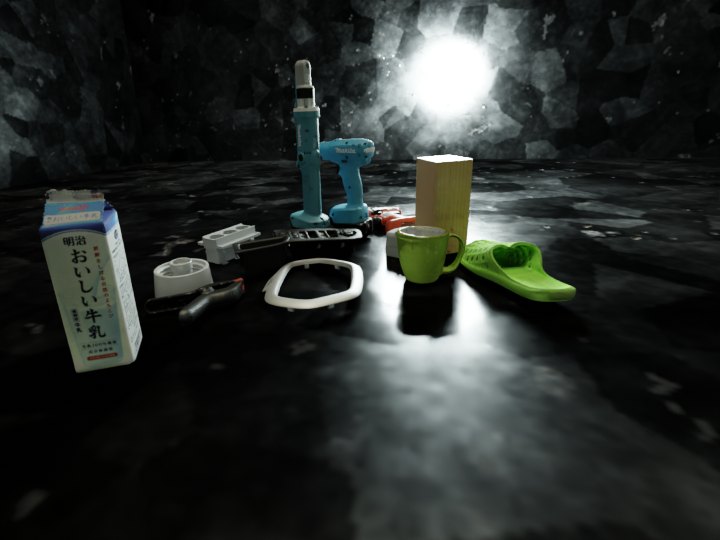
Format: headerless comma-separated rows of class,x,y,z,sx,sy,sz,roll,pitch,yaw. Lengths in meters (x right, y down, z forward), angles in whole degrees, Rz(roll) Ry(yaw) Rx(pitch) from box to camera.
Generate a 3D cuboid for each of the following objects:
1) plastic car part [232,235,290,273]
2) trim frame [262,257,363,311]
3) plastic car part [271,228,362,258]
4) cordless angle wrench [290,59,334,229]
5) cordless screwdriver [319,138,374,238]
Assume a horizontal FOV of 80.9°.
plastic car part,-0.197,-0.026,0.860,0.114,0.069,0.069,-8,20,-15
trim frame,-0.087,0.021,0.783,0.185,0.027,0.252,-2,21,2
plastic car part,-0.092,-0.060,0.941,0.199,0.066,0.069,-7,20,-12
cordless angle wrench,-0.123,-0.266,0.993,0.103,0.414,0.072,15,24,40
cordless screwdriver,-0.045,-0.202,1.056,0.167,0.244,0.072,10,21,29
